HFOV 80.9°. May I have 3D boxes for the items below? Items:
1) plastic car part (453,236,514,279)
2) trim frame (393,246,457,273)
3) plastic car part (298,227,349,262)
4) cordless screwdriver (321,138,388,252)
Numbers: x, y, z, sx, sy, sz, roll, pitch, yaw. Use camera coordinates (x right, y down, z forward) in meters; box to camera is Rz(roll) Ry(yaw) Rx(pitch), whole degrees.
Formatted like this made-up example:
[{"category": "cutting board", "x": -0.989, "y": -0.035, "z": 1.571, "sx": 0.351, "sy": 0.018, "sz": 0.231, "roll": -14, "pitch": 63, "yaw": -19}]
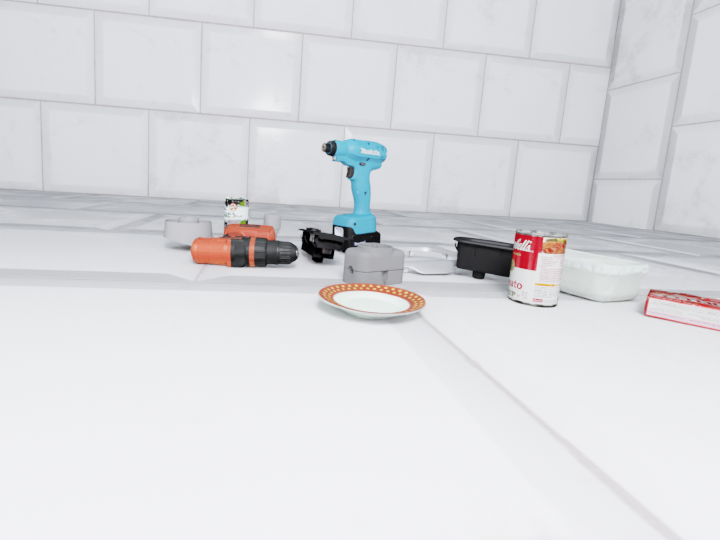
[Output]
[{"category": "plastic car part", "x": 0.221, "y": -0.019, "z": 0.745, "sx": 0.120, "sy": 0.070, "sz": 0.065, "roll": 7, "pitch": 10, "yaw": 16}, {"category": "trim frame", "x": 0.103, "y": -0.023, "z": 0.836, "sx": 0.242, "sy": 0.027, "sz": 0.191, "roll": 0, "pitch": 12, "yaw": -18}, {"category": "plastic car part", "x": -0.081, "y": -0.053, "z": 0.826, "sx": 0.065, "sy": 0.066, "sz": 0.210, "roll": 1, "pitch": 11, "yaw": -17}, {"category": "cordless screwdriver", "x": -0.022, "y": -0.162, "z": 0.928, "sx": 0.152, "sy": 0.246, "sz": 0.078, "roll": -2, "pitch": 11, "yaw": -36}]
